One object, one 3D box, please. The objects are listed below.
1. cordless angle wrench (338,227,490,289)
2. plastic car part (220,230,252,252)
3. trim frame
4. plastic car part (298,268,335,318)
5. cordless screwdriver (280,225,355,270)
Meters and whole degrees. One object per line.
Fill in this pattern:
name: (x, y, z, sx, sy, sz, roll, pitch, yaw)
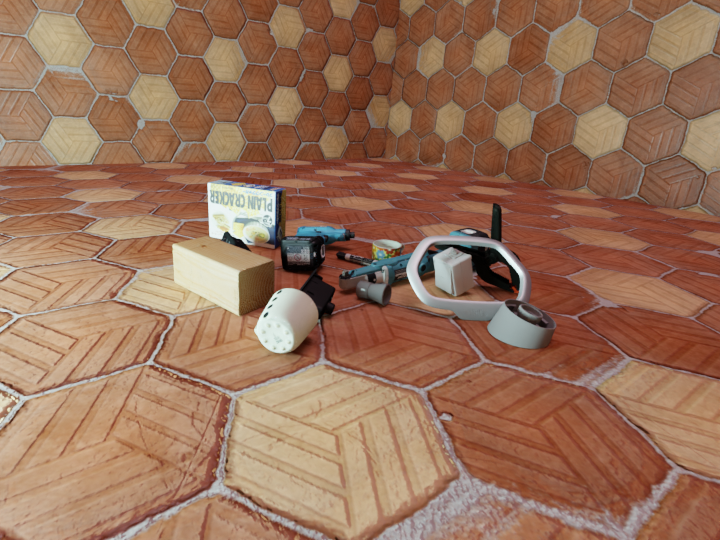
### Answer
cordless angle wrench: (0.128, -0.016, 0.976, 0.409, 0.096, 0.078, -15, 26, -30)
plastic car part: (-0.295, -0.045, 1.009, 0.064, 0.066, 0.214, 4, 17, -33)
trim frame: (0.214, 0.010, 0.838, 0.247, 0.027, 0.189, 2, 58, -4)
plastic car part: (-0.081, 0.056, 0.787, 0.072, 0.065, 0.117, 20, 25, 2)
cordless screwdriver: (-0.105, -0.069, 1.071, 0.162, 0.073, 0.249, 0, 16, 8)
